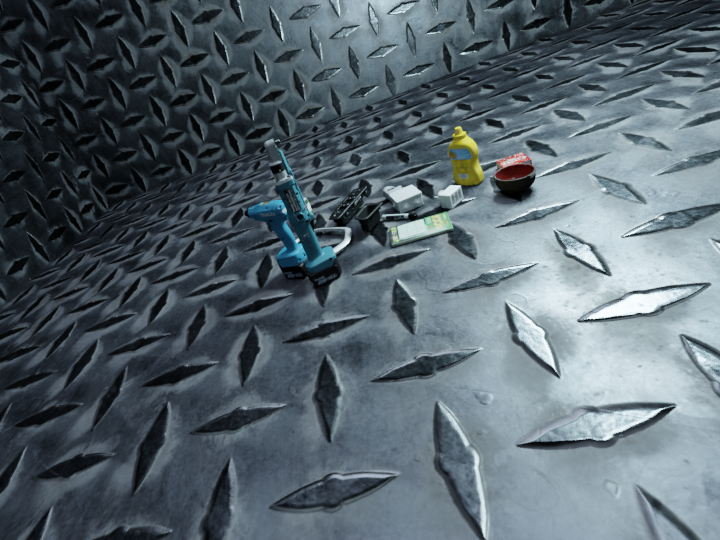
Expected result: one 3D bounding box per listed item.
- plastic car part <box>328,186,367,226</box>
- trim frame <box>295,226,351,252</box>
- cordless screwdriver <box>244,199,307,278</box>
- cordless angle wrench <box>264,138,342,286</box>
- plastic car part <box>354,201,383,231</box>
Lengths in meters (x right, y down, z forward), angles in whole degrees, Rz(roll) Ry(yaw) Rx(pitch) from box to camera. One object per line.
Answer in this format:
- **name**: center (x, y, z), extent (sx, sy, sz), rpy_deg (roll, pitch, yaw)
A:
- **plastic car part**: center (-0.042, -0.223, 1.506), extent (0.070, 0.064, 0.201), rpy_deg (4, 39, 38)
- **trim frame**: center (-0.137, -0.089, 1.396), extent (0.261, 0.026, 0.182), rpy_deg (3, 39, 38)
- **cordless screwdriver**: center (-0.242, -0.093, 1.263), extent (0.166, 0.239, 0.074), rpy_deg (-2, 33, 33)
- **cordless angle wrench**: center (-0.164, -0.151, 1.134), extent (0.098, 0.407, 0.077), rpy_deg (-23, 27, -3)
- **plastic car part**: center (0.028, -0.164, 1.362), extent (0.069, 0.068, 0.116), rpy_deg (-1, 36, 33)
